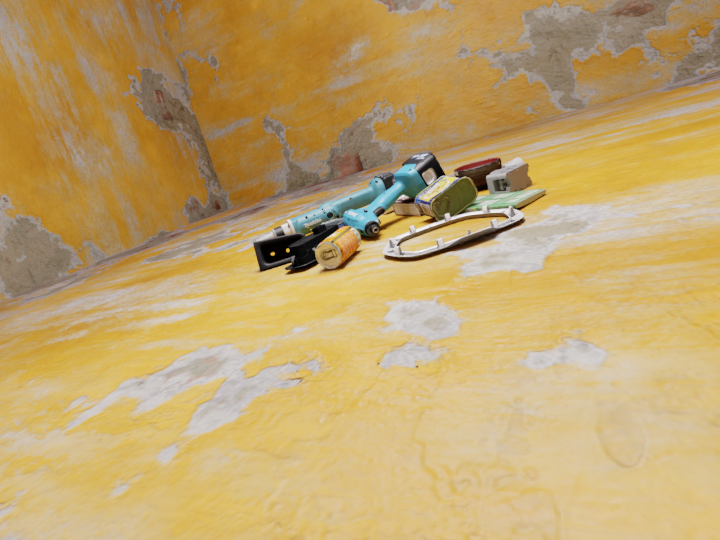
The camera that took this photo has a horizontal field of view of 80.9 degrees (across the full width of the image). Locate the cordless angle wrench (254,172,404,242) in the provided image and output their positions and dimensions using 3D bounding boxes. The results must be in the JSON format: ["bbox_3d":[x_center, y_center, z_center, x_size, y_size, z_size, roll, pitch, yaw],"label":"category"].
[{"bbox_3d":[-0.088,-0.152,1.148,0.418,0.095,0.077,-24,18,-10],"label":"cordless angle wrench"}]

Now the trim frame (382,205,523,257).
[{"bbox_3d":[0.156,-0.071,0.740,0.246,0.027,0.190,-18,17,-7],"label":"trim frame"}]

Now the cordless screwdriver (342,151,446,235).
[{"bbox_3d":[0.081,-0.164,0.951,0.248,0.072,0.165,-39,23,-6],"label":"cordless screwdriver"}]

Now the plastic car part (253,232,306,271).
[{"bbox_3d":[-0.173,-0.045,0.948,0.116,0.066,0.071,-15,0,-3],"label":"plastic car part"}]

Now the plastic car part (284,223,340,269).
[{"bbox_3d":[-0.087,-0.057,0.890,0.069,0.065,0.199,0,26,31],"label":"plastic car part"}]
